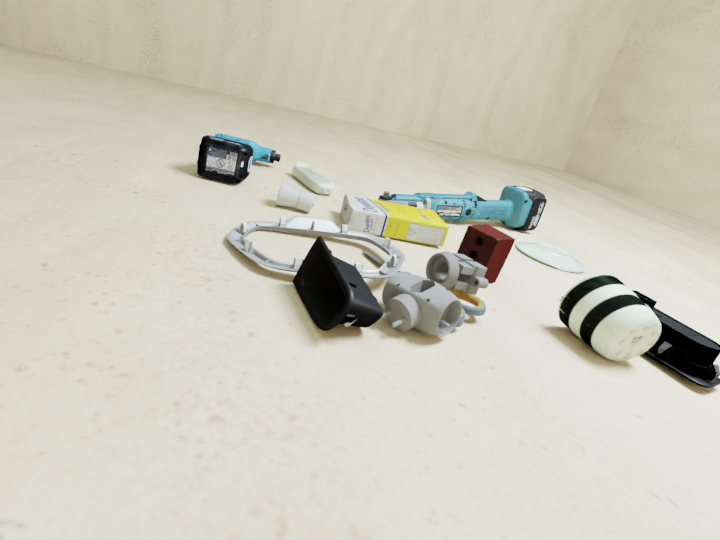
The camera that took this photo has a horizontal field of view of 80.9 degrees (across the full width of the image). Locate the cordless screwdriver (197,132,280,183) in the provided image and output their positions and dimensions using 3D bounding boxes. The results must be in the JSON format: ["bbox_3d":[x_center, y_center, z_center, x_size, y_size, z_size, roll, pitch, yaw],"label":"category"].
[{"bbox_3d":[-0.251,-0.243,0.899,0.157,0.073,0.256,10,20,-11],"label":"cordless screwdriver"}]

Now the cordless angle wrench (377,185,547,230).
[{"bbox_3d":[0.220,-0.139,0.922,0.408,0.096,0.078,-3,28,-25],"label":"cordless angle wrench"}]

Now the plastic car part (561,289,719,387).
[{"bbox_3d":[0.378,0.071,0.563,0.064,0.066,0.213,12,24,-27],"label":"plastic car part"}]

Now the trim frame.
[{"bbox_3d":[-0.057,-0.037,0.583,0.244,0.027,0.191,3,23,-11],"label":"trim frame"}]

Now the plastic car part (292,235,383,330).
[{"bbox_3d":[-0.017,0.025,0.451,0.067,0.066,0.123,18,21,-34],"label":"plastic car part"}]
